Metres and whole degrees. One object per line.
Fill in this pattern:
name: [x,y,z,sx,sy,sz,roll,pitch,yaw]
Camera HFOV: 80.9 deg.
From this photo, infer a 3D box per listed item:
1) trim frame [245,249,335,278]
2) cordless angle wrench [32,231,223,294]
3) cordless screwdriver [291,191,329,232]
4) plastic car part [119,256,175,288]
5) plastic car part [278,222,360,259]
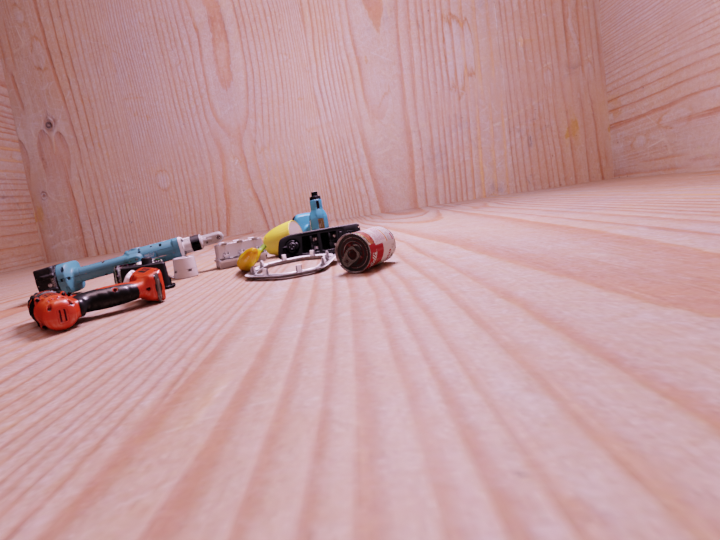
trim frame: [-0.136,-0.016,0.870,0.186,0.027,0.248,-7,8,4]
cordless angle wrench: [-0.539,-0.028,1.021,0.416,0.073,0.101,-17,10,-13]
cordless screwdriver: [-0.154,-0.153,1.296,0.073,0.158,0.256,-10,7,-19]
plastic car part: [-0.444,0.009,0.873,0.117,0.070,0.067,-12,9,0]
plastic car part: [-0.100,-0.065,1.023,0.203,0.066,0.067,-9,-2,-1]
